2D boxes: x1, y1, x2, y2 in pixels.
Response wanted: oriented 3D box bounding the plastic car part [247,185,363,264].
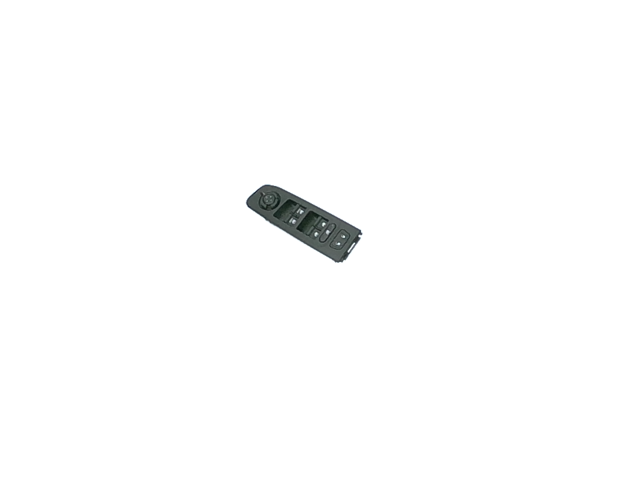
[{"bbox_3d":[-0.028,-0.028,0.706,0.203,0.066,0.067,31,-12,17],"label":"plastic car part"}]
